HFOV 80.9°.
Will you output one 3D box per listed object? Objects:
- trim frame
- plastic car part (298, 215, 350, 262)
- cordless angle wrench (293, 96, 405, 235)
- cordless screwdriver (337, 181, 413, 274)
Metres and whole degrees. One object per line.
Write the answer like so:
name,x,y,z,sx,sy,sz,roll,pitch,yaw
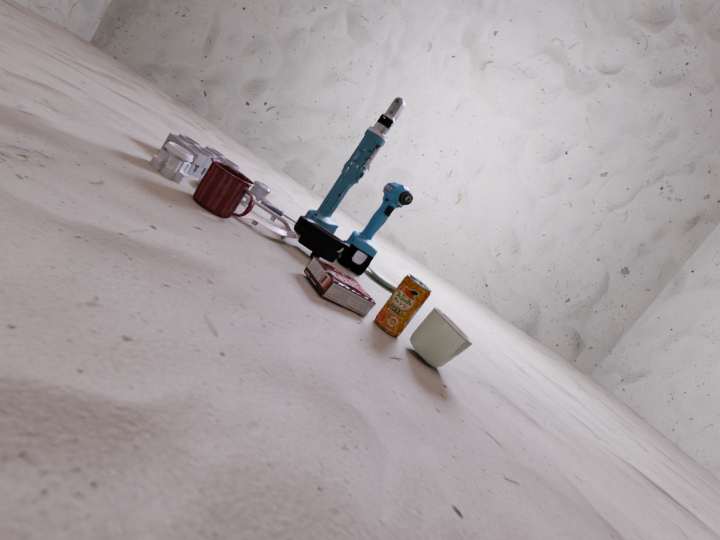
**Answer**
trim frame,-0.245,-0.136,0.925,0.252,0.027,0.182,34,9,4
plastic car part,-0.090,-0.059,0.925,0.121,0.071,0.063,37,10,21
cordless angle wrench,-0.017,-0.254,1.080,0.078,0.423,0.093,39,10,24
cordless screwdriver,0.040,-0.106,1.054,0.072,0.249,0.163,32,10,-17
